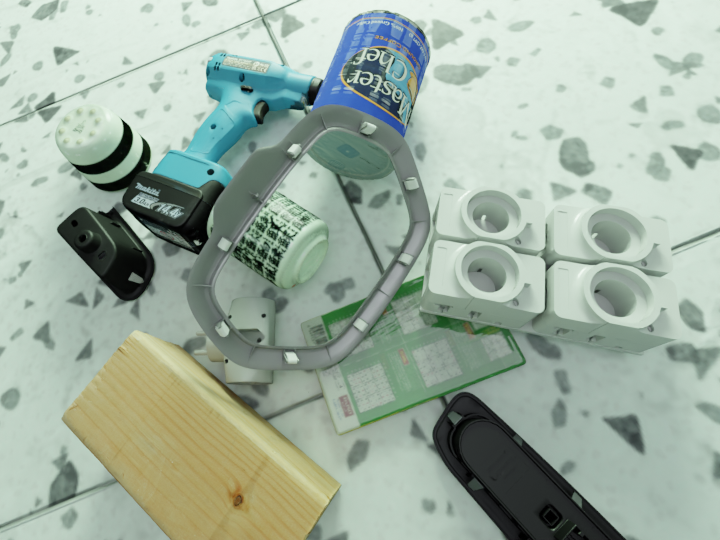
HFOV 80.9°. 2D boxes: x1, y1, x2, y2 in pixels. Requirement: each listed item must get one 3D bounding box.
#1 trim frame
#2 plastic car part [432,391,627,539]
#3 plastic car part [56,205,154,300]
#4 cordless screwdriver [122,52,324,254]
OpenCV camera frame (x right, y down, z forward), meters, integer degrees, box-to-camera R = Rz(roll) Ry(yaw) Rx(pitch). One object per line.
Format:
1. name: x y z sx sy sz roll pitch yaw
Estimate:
1. trim frame: -0.036 -0.023 0.367 0.178 0.028 0.248 38 85 -19
2. plastic car part: 0.138 0.185 0.314 0.066 0.064 0.212 -44 67 -2
3. plastic car part: -0.280 -0.026 0.456 0.121 0.068 0.066 40 81 22
4. cordless screwdriver: -0.140 -0.139 0.477 0.163 0.072 0.251 15 69 13
